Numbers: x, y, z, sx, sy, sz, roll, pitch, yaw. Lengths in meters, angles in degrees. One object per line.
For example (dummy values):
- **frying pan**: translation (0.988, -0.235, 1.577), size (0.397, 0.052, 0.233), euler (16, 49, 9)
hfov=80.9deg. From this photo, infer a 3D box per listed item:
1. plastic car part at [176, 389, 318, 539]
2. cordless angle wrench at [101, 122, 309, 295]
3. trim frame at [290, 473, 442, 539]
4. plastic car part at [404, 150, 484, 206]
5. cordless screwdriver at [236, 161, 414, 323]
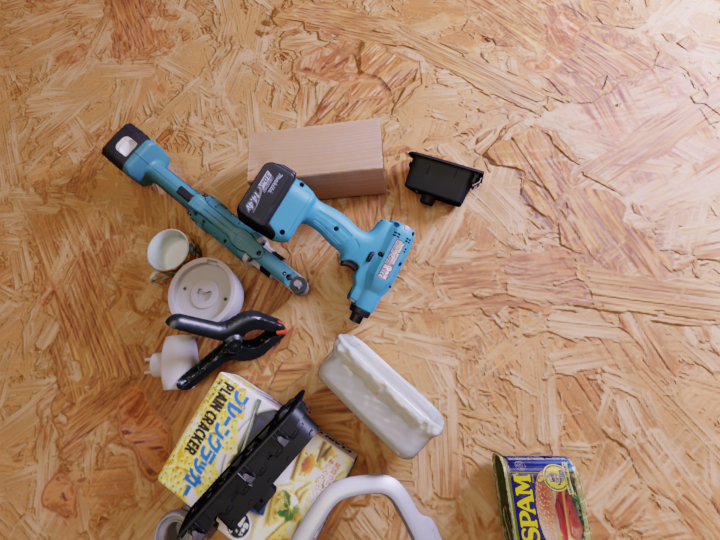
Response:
- **plastic car part**: translation (-0.122, 0.234, 0.501), size (0.068, 0.065, 0.202), euler (38, 81, 7)
- **cordless angle wrench**: translation (-0.249, -0.093, 0.694), size (0.435, 0.095, 0.074), euler (37, 81, 15)
- **trim frame**: translation (0.019, 0.362, 0.486), size (0.182, 0.027, 0.251), euler (-25, 84, -10)
- **plastic car part**: translation (0.121, -0.133, 0.651), size (0.121, 0.064, 0.071), euler (19, 91, 18)
- **cordless screwdriver**: translation (-0.059, -0.039, 0.604), size (0.244, 0.076, 0.159), euler (27, 89, -10)
